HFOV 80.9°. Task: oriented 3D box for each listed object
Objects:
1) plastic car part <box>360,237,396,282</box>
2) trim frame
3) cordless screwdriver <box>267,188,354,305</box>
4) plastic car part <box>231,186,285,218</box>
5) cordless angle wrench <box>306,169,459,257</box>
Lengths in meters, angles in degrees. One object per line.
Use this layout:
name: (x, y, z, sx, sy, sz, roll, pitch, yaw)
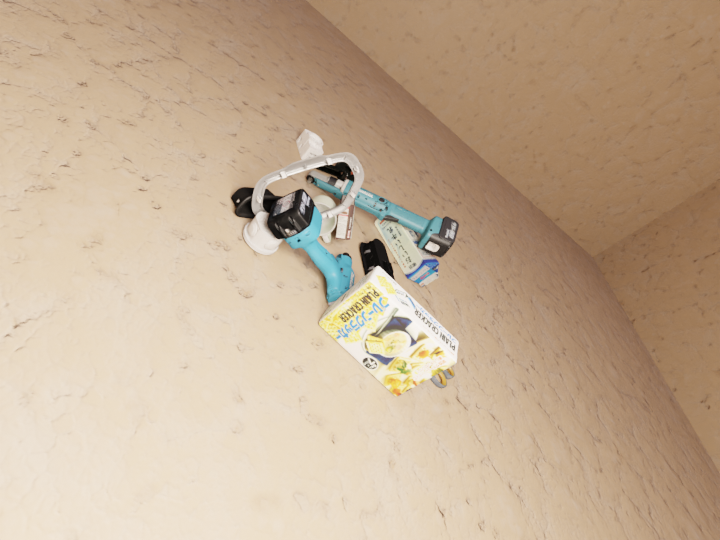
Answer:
plastic car part: (0.045, -0.005, 1.041, 0.063, 0.067, 0.212, 15, 39, -30)
trim frame: (-0.106, -0.162, 0.884, 0.246, 0.177, 0.029, -16, 50, -9)
cordless screwdriver: (-0.086, -0.056, 0.877, 0.238, 0.076, 0.162, 56, 24, -28)
plastic car part: (-0.225, -0.152, 0.908, 0.111, 0.066, 0.075, 1, 38, -44)
cordless angle wrench: (0.050, -0.171, 1.137, 0.426, 0.073, 0.098, 26, 54, 4)
